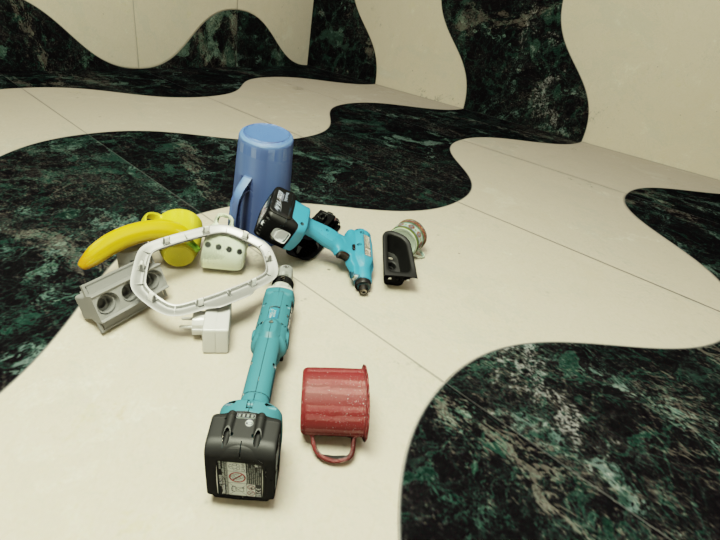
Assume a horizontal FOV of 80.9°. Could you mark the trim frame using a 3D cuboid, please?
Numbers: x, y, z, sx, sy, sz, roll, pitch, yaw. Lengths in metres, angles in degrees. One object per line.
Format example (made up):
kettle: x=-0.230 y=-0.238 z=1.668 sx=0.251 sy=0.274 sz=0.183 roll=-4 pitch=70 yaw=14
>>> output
trim frame: x=-0.254 y=-0.009 z=0.705 sx=0.240 sy=0.027 sz=0.193 roll=-21 pitch=56 yaw=-39

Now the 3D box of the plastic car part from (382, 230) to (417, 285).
plastic car part: x=0.069 y=-0.016 z=0.860 sx=0.065 sy=0.069 sz=0.120 roll=5 pitch=48 yaw=-8

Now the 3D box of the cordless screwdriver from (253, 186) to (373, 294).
cordless screwdriver: x=-0.080 y=-0.052 z=0.821 sx=0.239 sy=0.075 sz=0.164 roll=23 pitch=40 yaw=-22

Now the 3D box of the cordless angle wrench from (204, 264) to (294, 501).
cordless angle wrench: x=-0.132 y=0.104 z=0.618 sx=0.074 sy=0.096 sz=0.434 roll=4 pitch=29 yaw=-5

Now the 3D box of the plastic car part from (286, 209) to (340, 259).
plastic car part: x=-0.098 y=-0.088 z=0.948 sx=0.067 sy=0.066 sz=0.202 roll=29 pitch=38 yaw=2
